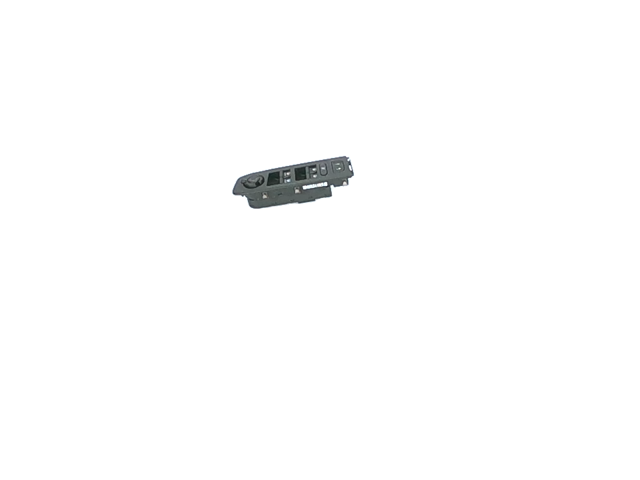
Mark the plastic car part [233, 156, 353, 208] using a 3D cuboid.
[{"bbox_3d":[-0.046,-0.095,0.731,0.203,0.066,0.067,-6,-41,1],"label":"plastic car part"}]
